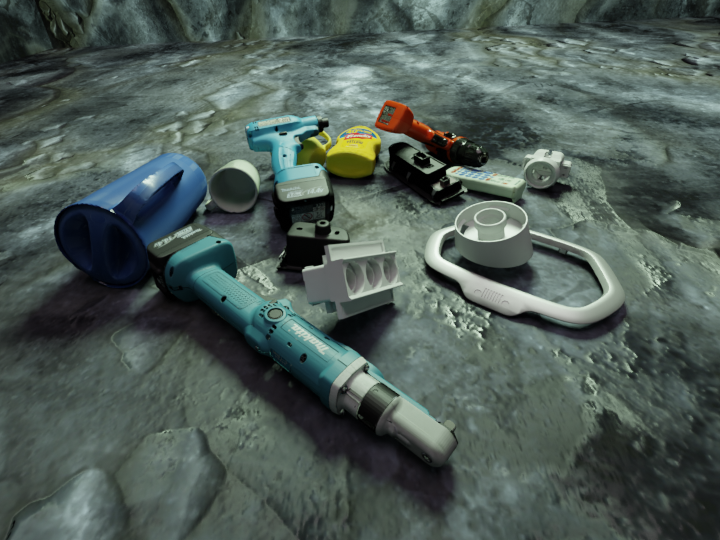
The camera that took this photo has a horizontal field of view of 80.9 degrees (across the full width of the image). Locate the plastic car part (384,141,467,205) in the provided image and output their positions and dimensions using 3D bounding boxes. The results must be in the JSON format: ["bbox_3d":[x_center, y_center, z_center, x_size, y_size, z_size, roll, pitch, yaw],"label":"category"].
[{"bbox_3d":[0.106,-0.193,0.795,0.066,0.064,0.214,-33,39,-7],"label":"plastic car part"}]

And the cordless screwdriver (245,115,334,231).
[{"bbox_3d":[-0.102,-0.189,0.742,0.157,0.072,0.260,-16,54,-12],"label":"cordless screwdriver"}]

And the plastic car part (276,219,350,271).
[{"bbox_3d":[-0.059,-0.038,0.599,0.120,0.068,0.066,5,38,16],"label":"plastic car part"}]

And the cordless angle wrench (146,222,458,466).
[{"bbox_3d":[-0.092,0.065,0.469,0.446,0.072,0.096,28,46,33],"label":"cordless angle wrench"}]

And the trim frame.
[{"bbox_3d":[0.208,-0.007,0.566,0.261,0.027,0.180,24,44,30],"label":"trim frame"}]
